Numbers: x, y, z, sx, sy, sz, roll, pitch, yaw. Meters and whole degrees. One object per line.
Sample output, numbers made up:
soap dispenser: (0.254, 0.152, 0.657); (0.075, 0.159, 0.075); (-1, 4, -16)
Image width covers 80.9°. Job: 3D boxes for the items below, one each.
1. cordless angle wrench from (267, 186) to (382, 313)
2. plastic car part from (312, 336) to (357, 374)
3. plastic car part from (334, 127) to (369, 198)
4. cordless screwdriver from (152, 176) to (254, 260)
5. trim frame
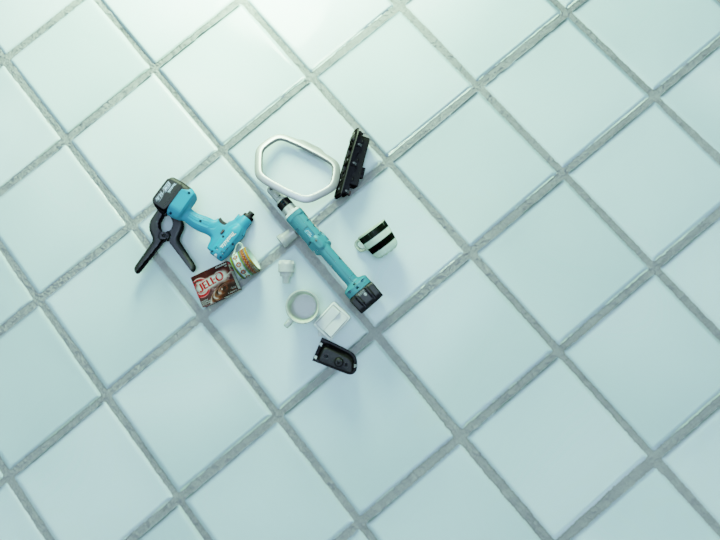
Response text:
cordless angle wrench: (-0.109, -0.072, 1.120); (0.074, 0.096, 0.432); (-42, 79, 0)
plastic car part: (-0.062, 0.228, 1.087); (0.118, 0.070, 0.066); (22, 87, 7)
plastic car part: (-0.018, -0.291, 1.153); (0.066, 0.067, 0.204); (12, 84, -8)
cordless screwdriver: (-0.422, -0.158, 1.146); (0.247, 0.075, 0.159); (38, 76, -4)
trim frame: (-0.175, -0.282, 1.157); (0.253, 0.027, 0.184); (26, 71, 8)
